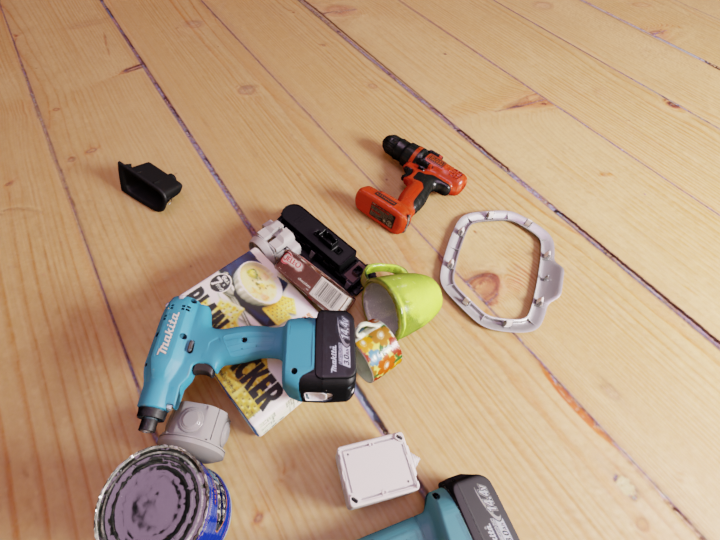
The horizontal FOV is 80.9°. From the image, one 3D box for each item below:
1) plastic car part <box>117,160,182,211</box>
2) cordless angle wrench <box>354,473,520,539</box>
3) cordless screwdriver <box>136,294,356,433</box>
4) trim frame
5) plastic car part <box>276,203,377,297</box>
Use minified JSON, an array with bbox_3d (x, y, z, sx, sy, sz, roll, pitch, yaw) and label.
[{"bbox_3d":[-0.374,-0.158,0.771,0.120,0.065,0.070,28,45,12],"label":"plastic car part"},{"bbox_3d":[-0.046,0.330,0.433,0.418,0.072,0.102,-17,58,-10],"label":"cordless angle wrench"},{"bbox_3d":[-0.130,0.116,0.496,0.251,0.072,0.163,3,55,4],"label":"cordless screwdriver"},{"bbox_3d":[0.235,-0.011,0.697,0.188,0.027,0.249,20,56,11],"label":"trim frame"},{"bbox_3d":[-0.068,-0.045,0.696,0.212,0.065,0.066,38,69,25],"label":"plastic car part"}]
